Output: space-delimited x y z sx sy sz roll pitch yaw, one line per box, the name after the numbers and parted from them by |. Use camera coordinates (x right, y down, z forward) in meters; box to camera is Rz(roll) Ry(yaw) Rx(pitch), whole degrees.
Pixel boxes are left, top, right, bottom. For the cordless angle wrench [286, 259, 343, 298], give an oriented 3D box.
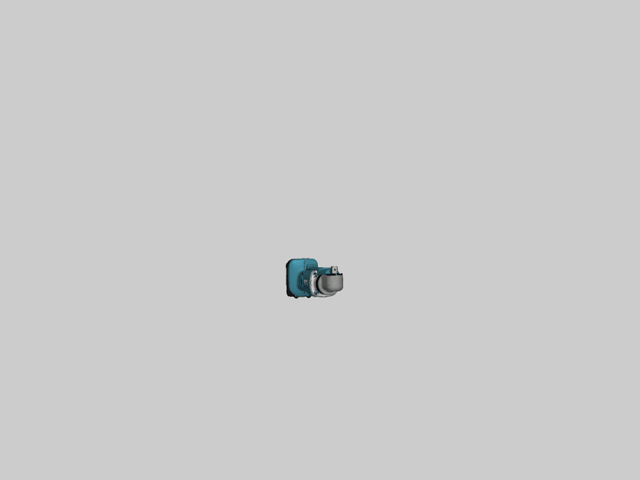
-0.014 0.083 0.877 0.074 0.098 0.423 -1 -4 -11 | cordless angle wrench
